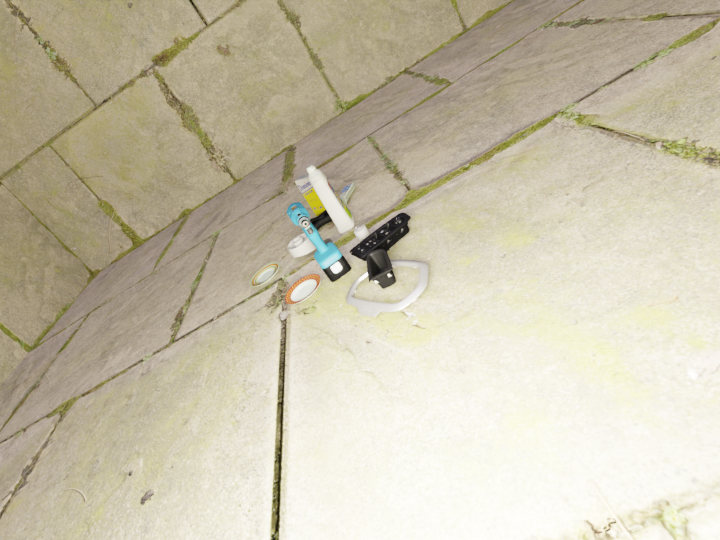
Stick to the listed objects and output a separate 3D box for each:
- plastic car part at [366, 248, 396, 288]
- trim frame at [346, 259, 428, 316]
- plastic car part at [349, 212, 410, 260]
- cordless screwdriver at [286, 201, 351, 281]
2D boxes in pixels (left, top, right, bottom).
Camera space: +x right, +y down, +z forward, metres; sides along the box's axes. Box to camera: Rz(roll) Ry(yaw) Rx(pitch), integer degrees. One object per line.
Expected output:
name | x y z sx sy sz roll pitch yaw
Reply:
plastic car part | 0.058 0.001 1.066 0.067 0.068 0.120 -28 28 13
trim frame | 0.064 0.039 1.045 0.261 0.026 0.183 4 47 50
plastic car part | 0.070 -0.088 1.194 0.201 0.064 0.069 -43 27 -14
cordless screwdriver | -0.117 -0.076 1.193 0.074 0.239 0.166 -35 25 -2
